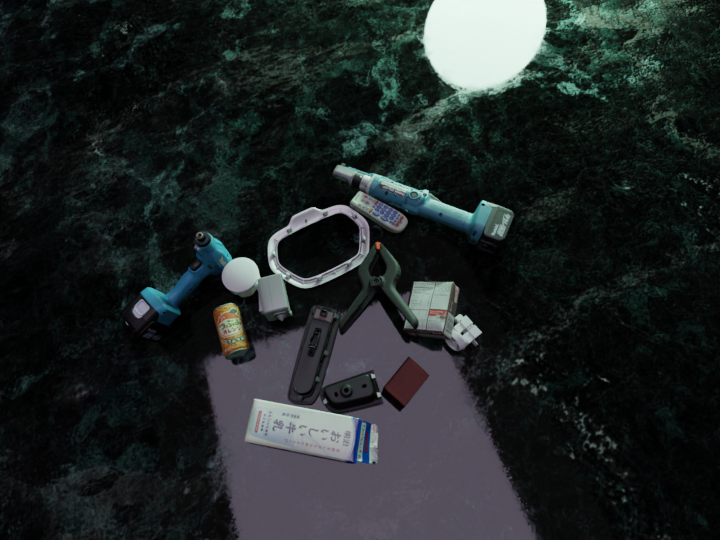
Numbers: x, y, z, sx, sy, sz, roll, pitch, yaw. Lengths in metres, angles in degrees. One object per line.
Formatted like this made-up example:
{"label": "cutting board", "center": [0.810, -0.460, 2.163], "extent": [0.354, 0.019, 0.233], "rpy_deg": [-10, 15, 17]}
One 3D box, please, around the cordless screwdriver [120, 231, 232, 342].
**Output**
{"label": "cordless screwdriver", "center": [-0.383, 0.028, 0.885], "extent": [0.077, 0.154, 0.247], "rpy_deg": [40, 75, 16]}

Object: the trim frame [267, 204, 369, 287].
{"label": "trim frame", "center": [-0.095, -0.062, 0.975], "extent": [0.247, 0.026, 0.192], "rpy_deg": [-26, 64, -6]}

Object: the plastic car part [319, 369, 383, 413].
{"label": "plastic car part", "center": [-0.019, 0.231, 0.803], "extent": [0.116, 0.069, 0.068], "rpy_deg": [-14, 64, -6]}

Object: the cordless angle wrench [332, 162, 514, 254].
{"label": "cordless angle wrench", "center": [0.124, -0.162, 0.983], "extent": [0.437, 0.072, 0.098], "rpy_deg": [24, 68, 17]}

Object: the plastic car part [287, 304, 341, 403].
{"label": "plastic car part", "center": [-0.093, 0.165, 0.848], "extent": [0.067, 0.066, 0.205], "rpy_deg": [15, 69, 1]}
